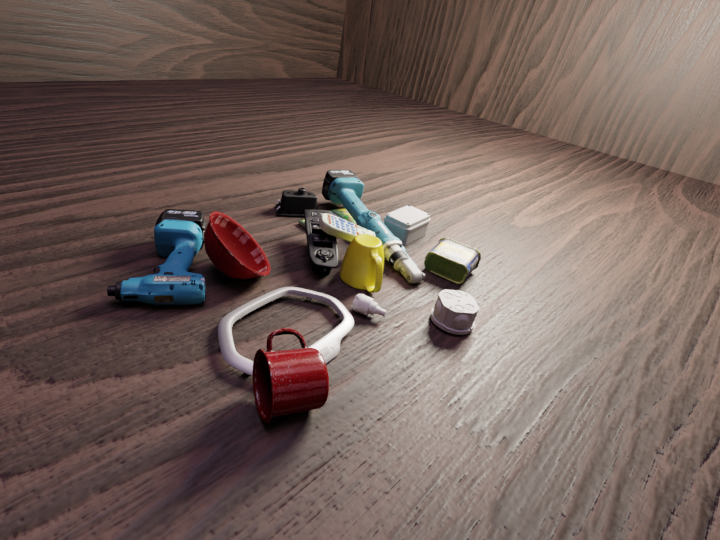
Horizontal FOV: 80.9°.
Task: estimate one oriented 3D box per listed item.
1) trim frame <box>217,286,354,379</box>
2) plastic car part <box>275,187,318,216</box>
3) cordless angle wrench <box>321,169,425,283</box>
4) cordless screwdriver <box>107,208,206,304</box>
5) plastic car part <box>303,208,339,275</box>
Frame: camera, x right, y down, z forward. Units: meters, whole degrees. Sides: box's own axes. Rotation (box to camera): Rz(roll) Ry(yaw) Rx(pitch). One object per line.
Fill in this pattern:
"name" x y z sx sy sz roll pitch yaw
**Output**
"trim frame" -0.122 0.097 0.709 0.194 0.027 0.241 27 34 29
"plastic car part" -0.164 -0.183 1.110 0.115 0.069 0.069 -1 34 -11
"cordless angle wrench" 0.024 -0.114 1.030 0.094 0.073 0.446 -6 41 -27
"cordless screwdriver" -0.375 -0.027 0.810 0.156 0.073 0.260 -1 36 -15
"plastic car part" -0.091 -0.059 0.927 0.064 0.066 0.211 8 34 -17
